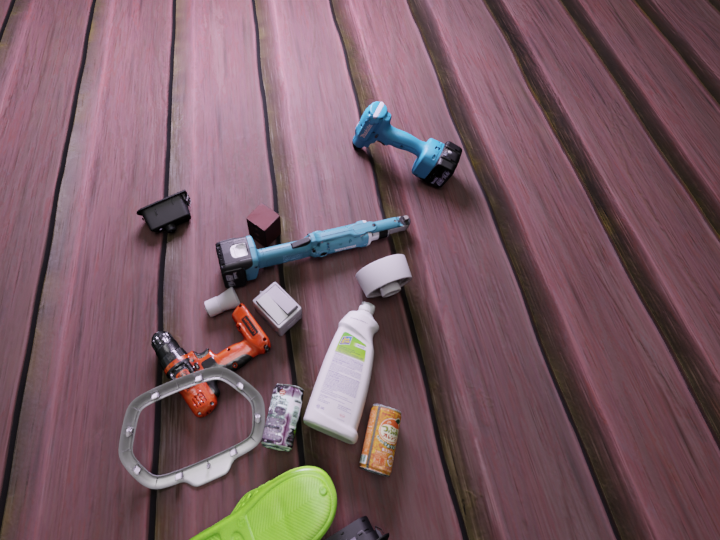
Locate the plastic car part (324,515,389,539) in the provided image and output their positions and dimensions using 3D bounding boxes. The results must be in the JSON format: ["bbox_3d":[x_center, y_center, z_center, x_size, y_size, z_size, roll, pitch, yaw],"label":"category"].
[{"bbox_3d":[-0.050,0.448,0.652,0.200,0.063,0.071,-23,41,-11],"label":"plastic car part"}]

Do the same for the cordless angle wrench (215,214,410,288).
[{"bbox_3d":[-0.088,-0.058,0.902,0.415,0.096,0.077,-14,66,-13],"label":"cordless angle wrench"}]

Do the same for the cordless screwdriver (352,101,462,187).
[{"bbox_3d":[0.101,-0.287,1.009,0.247,0.160,0.074,30,67,-5],"label":"cordless screwdriver"}]

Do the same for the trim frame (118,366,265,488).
[{"bbox_3d":[-0.283,0.270,0.718,0.245,0.028,0.182,-20,96,-12],"label":"trim frame"}]

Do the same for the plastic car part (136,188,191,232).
[{"bbox_3d":[-0.426,-0.121,0.942,0.115,0.066,0.072,-29,83,-13],"label":"plastic car part"}]
